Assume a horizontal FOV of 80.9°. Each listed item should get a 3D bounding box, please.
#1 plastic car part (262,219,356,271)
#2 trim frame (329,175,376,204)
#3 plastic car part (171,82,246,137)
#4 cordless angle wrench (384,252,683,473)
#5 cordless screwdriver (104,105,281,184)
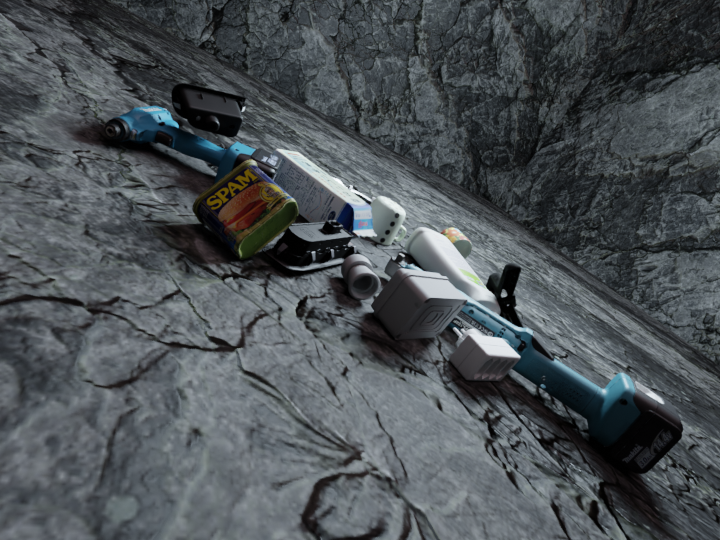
[{"bbox_3d":[-0.060,-0.039,0.613,0.068,0.067,0.196,45,26,13],"label":"plastic car part"},{"bbox_3d":[-0.021,-0.173,1.015,0.236,0.027,0.194,5,32,-45],"label":"trim frame"},{"bbox_3d":[-0.234,-0.243,0.665,0.111,0.066,0.074,-1,46,-41],"label":"plastic car part"},{"bbox_3d":[0.214,0.105,0.622,0.440,0.097,0.072,34,20,21],"label":"cordless angle wrench"},{"bbox_3d":[-0.254,-0.182,0.660,0.247,0.074,0.161,24,22,-5],"label":"cordless screwdriver"}]
